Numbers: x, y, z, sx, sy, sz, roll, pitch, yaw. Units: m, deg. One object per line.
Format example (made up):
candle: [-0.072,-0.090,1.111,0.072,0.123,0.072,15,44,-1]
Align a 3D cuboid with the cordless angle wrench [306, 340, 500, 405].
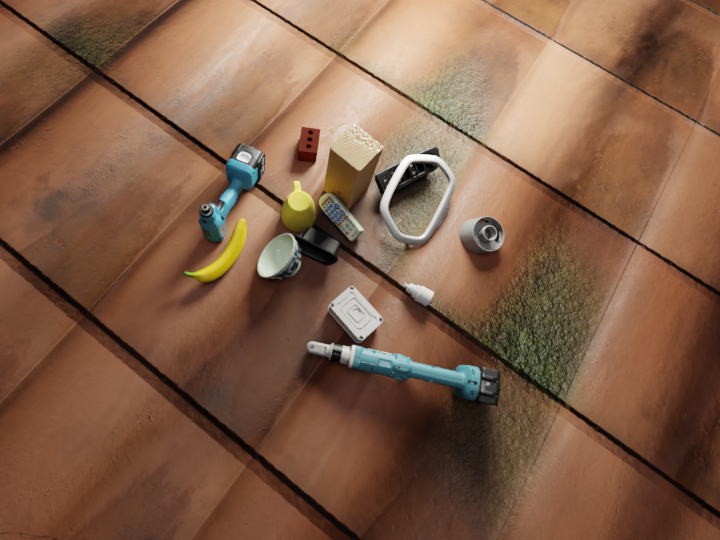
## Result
cordless angle wrench: [0.085,0.215,0.943,0.426,0.096,0.075,12,74,3]

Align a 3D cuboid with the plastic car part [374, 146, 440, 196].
plastic car part: [0.124,-0.264,1.126,0.201,0.069,0.065,-29,101,-11]

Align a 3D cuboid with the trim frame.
trim frame: [0.151,-0.184,1.090,0.180,0.028,0.249,28,81,-12]

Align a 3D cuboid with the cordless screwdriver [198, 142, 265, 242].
cordless screwdriver: [-0.316,-0.199,1.023,0.074,0.158,0.250,22,69,-1]

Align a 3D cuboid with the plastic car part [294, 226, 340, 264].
plastic car part: [-0.102,-0.067,1.048,0.117,0.065,0.071,23,56,-1]
